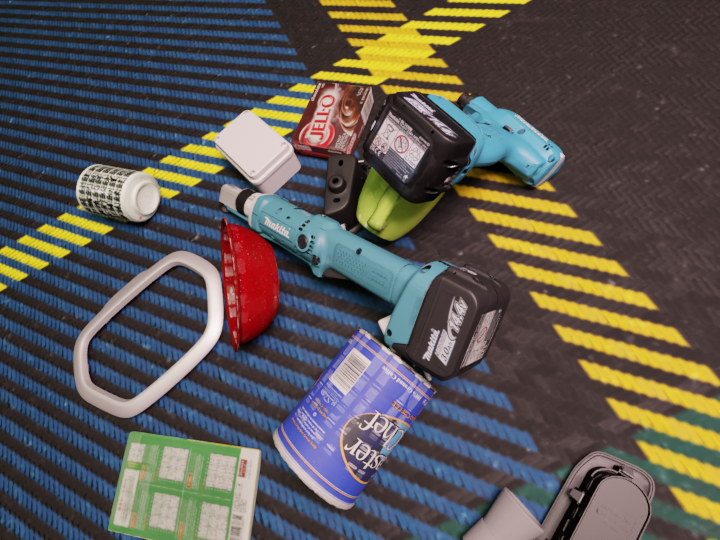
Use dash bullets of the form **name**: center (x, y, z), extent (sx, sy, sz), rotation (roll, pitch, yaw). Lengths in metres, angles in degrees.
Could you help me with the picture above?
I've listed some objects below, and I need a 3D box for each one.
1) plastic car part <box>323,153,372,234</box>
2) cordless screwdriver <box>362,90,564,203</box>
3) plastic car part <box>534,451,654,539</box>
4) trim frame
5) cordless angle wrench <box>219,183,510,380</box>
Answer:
- **plastic car part**: center (-0.024, -0.107, 0.560), extent (0.068, 0.068, 0.118), rotation (0, 66, 16)
- **cordless screwdriver**: center (0.109, -0.156, 0.477), extent (0.239, 0.074, 0.166), rotation (-14, 56, -39)
- **plastic car part**: center (0.186, 0.251, 0.362), extent (0.070, 0.064, 0.202), rotation (29, 76, 29)
- **trim frame**: center (-0.293, 0.081, 0.585), extent (0.248, 0.026, 0.192), rotation (-44, 65, -2)
- **cordless angle wrench**: center (-0.049, -0.032, 0.500), extent (0.447, 0.071, 0.097), rotation (30, 111, 37)
